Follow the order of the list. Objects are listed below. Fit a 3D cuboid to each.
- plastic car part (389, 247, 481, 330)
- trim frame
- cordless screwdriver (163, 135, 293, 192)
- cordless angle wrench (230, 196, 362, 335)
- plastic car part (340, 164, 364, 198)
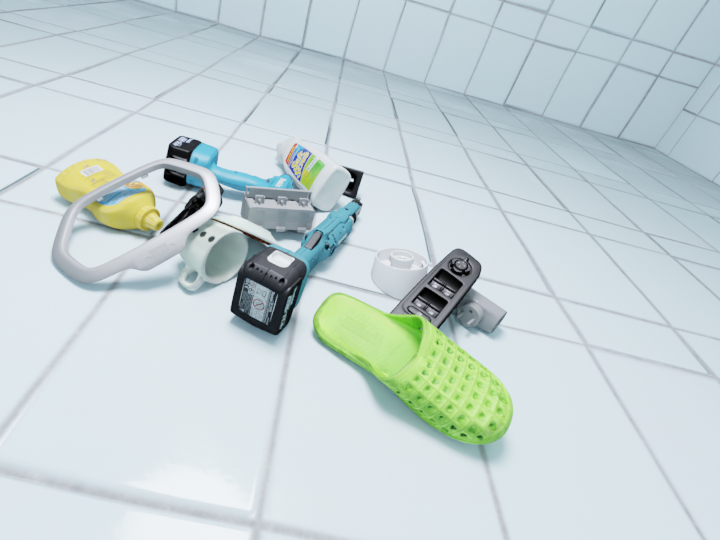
[{"bbox_3d":[0.119,0.046,0.653,0.070,0.064,0.201,30,60,28],"label":"plastic car part"},{"bbox_3d":[-0.320,-0.079,0.609,0.245,0.026,0.193,-34,59,-18],"label":"trim frame"},{"bbox_3d":[-0.258,-0.197,0.859,0.247,0.073,0.162,19,28,-4],"label":"cordless screwdriver"},{"bbox_3d":[-0.070,-0.046,0.716,0.076,0.097,0.420,24,30,7],"label":"cordless angle wrench"},{"bbox_3d":[-0.050,-0.221,1.000,0.119,0.065,0.070,21,18,11],"label":"plastic car part"}]
